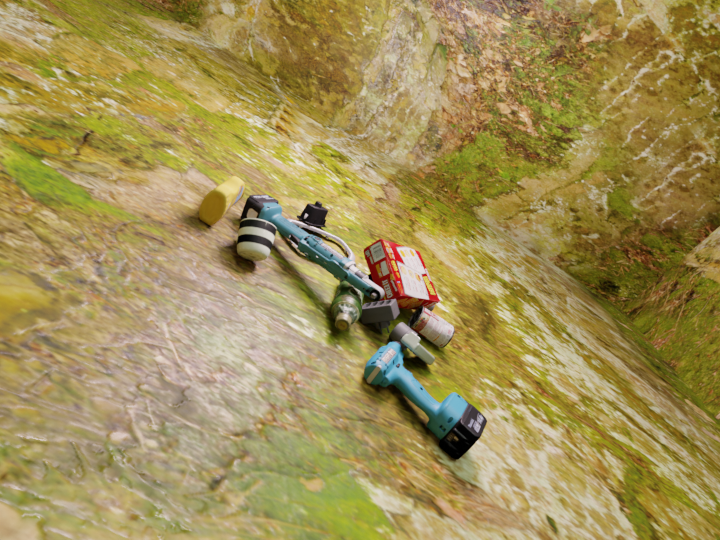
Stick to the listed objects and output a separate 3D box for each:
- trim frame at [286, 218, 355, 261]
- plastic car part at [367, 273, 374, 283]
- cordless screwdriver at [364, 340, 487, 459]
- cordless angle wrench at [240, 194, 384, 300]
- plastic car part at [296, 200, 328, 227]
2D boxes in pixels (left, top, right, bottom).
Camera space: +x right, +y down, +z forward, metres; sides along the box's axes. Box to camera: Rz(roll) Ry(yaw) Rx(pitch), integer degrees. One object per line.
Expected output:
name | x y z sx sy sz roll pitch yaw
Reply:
trim frame | -0.118 -0.077 1.211 0.237 0.027 0.193 17 31 -28
plastic car part | 0.074 0.026 1.210 0.069 0.067 0.196 49 28 12
cordless screwdriver | 0.133 0.249 0.876 0.257 0.074 0.155 37 25 15
cordless angle wrench | -0.117 -0.055 1.032 0.442 0.074 0.094 34 24 23
plastic car part | -0.137 -0.175 1.282 0.068 0.071 0.112 33 11 18
